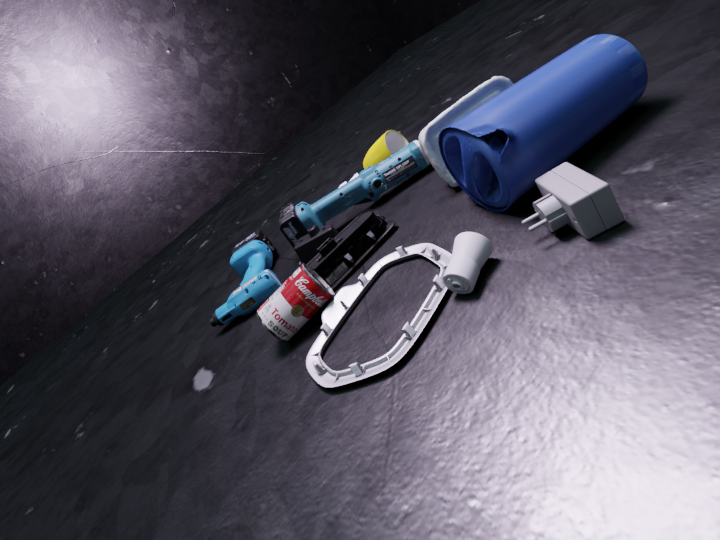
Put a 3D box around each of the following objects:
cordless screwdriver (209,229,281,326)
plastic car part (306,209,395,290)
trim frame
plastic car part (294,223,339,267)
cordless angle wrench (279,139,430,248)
[{"bbox_3d":[-0.250,0.016,0.916,0.160,0.071,0.258,-36,28,6],"label":"cordless screwdriver"},{"bbox_3d":[-0.029,-0.032,0.713,0.201,0.065,0.068,-41,15,-14],"label":"plastic car part"},{"bbox_3d":[0.022,0.045,0.544,0.192,0.026,0.247,-5,42,52],"label":"trim frame"},{"bbox_3d":[-0.078,-0.051,0.795,0.119,0.068,0.067,-29,25,28],"label":"plastic car part"},{"bbox_3d":[0.029,-0.179,0.856,0.427,0.094,0.077,-30,26,10],"label":"cordless angle wrench"}]
